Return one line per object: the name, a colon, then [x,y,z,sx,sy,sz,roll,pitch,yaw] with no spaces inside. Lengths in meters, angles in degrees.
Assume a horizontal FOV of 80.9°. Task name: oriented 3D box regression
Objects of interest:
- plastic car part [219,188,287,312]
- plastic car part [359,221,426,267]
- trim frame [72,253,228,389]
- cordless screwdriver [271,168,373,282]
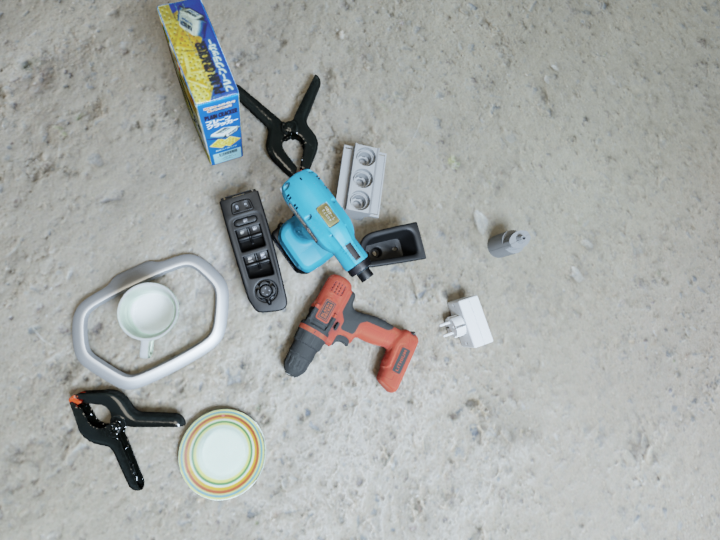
plastic car part: [-0.175,-0.027,0.703,0.065,0.067,0.205,-16,82,-14]
plastic car part: [0.042,-0.037,0.736,0.115,0.071,0.067,-12,83,-12]
trim frame: [-0.331,0.075,0.679,0.245,0.027,0.186,-28,84,-13]
cordless screwdriver: [-0.061,-0.040,0.629,0.073,0.250,0.160,-36,90,-16]
